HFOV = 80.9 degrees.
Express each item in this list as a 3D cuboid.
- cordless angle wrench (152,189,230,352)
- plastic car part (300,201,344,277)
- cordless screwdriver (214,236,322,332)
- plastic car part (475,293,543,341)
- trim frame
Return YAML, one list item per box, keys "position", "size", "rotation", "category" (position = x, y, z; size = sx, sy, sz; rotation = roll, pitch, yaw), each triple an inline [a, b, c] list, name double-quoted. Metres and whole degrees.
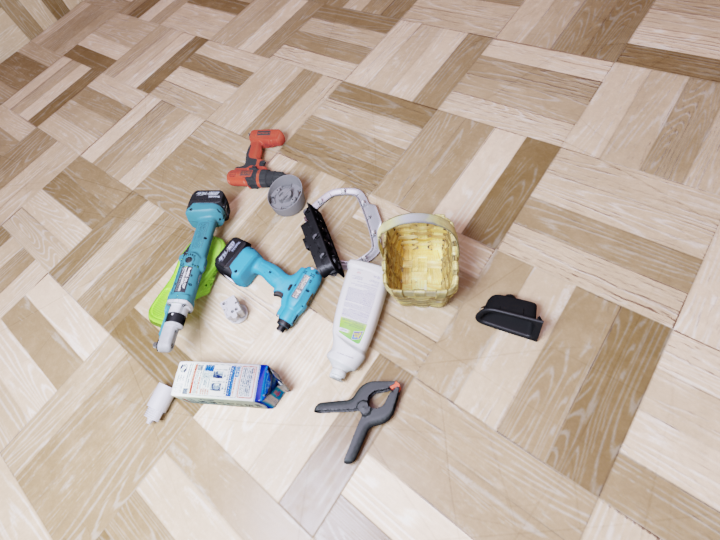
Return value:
- position: [-0.392, -0.011, 0.984]
  size: [0.099, 0.072, 0.434]
  rotation: [-1, 54, 4]
  category: "cordless angle wrench"
- position: [-0.096, -0.063, 0.984]
  size: [0.067, 0.063, 0.212]
  rotation: [-31, 58, 6]
  category: "plastic car part"
- position: [-0.229, 0.030, 0.985]
  size: [0.259, 0.071, 0.159]
  rotation: [22, 68, 21]
  category: "cordless screwdriver"
- position: [0.295, 0.080, 0.829]
  size: [0.122, 0.063, 0.070]
  rotation: [18, 51, 26]
  category: "plastic car part"
- position: [-0.043, -0.110, 1.043]
  size: [0.185, 0.026, 0.258]
  rotation: [-17, 56, 4]
  category: "trim frame"
